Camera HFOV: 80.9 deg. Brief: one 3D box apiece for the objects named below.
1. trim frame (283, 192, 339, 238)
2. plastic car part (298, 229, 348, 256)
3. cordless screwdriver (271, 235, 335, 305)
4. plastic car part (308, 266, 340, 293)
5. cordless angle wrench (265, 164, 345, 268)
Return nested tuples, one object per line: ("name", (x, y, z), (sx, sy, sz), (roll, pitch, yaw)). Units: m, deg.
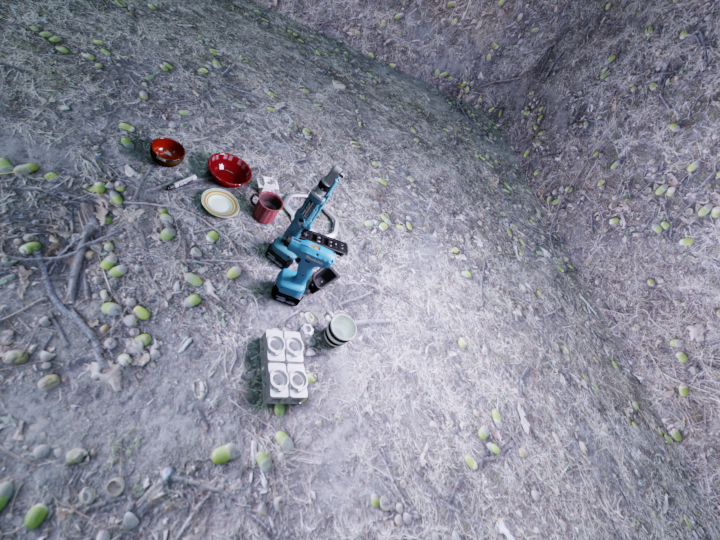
("trim frame", (-0.186, -0.209, 1.604), (0.252, 0.027, 0.181), (42, 42, 7))
("plastic car part", (-0.147, -0.096, 1.499), (0.197, 0.067, 0.068), (23, 45, -15))
("cordless screwdriver", (-0.198, -0.003, 1.246), (0.155, 0.250, 0.076), (26, 44, -16))
("plastic car part", (-0.132, 0.037, 1.387), (0.067, 0.071, 0.114), (46, 43, 7))
("cordless angle wrench", (-0.167, -0.161, 1.277), (0.098, 0.425, 0.074), (40, 42, -2))
